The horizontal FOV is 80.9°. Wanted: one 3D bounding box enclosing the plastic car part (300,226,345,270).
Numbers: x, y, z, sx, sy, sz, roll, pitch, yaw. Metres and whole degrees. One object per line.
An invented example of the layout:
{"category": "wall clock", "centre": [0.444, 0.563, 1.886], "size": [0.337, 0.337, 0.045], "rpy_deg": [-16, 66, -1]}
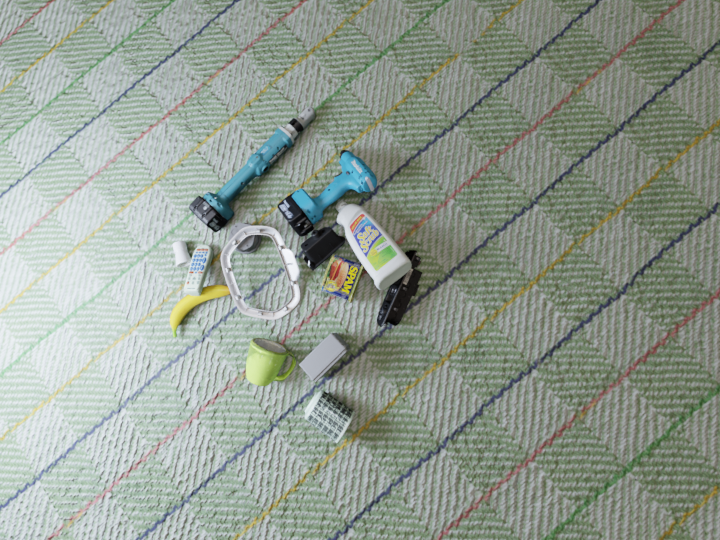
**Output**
{"category": "plastic car part", "centre": [-0.104, -0.068, 1.064], "size": [0.116, 0.067, 0.070], "rpy_deg": [-42, 40, -2]}

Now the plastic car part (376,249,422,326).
{"category": "plastic car part", "centre": [0.100, 0.051, 1.042], "size": [0.065, 0.068, 0.203], "rpy_deg": [31, 83, -19]}

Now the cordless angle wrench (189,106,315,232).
{"category": "cordless angle wrench", "centre": [-0.270, -0.283, 1.121], "size": [0.076, 0.096, 0.422], "rpy_deg": [42, 84, 10]}

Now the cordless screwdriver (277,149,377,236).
{"category": "cordless screwdriver", "centre": [-0.095, -0.209, 1.087], "size": [0.249, 0.070, 0.167], "rpy_deg": [-33, 51, 2]}

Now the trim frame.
{"category": "trim frame", "centre": [-0.249, 0.008, 1.071], "size": [0.183, 0.028, 0.247], "rpy_deg": [-18, 93, -3]}
